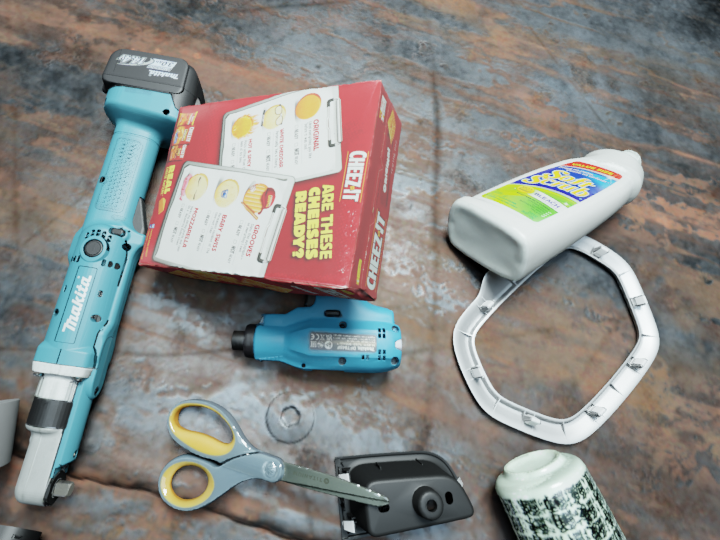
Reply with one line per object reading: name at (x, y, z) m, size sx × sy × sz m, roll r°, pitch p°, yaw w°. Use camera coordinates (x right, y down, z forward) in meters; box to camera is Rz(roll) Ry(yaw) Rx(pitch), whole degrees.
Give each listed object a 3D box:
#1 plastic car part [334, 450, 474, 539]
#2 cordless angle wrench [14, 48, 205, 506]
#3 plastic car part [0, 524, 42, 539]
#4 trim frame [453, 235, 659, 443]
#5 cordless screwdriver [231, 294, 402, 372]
plastic car part at (0.041, 0.192, 0.359) m, size 0.116 × 0.070 × 0.067 m, roll -4°, pitch 74°, yaw -6°
cordless angle wrench at (-0.243, -0.015, 0.406) m, size 0.097 × 0.074 × 0.429 m, roll 8°, pitch 72°, yaw -5°
plastic car part at (-0.338, 0.212, 0.322) m, size 0.203 × 0.065 × 0.068 m, roll 13°, pitch 45°, yaw -1°
trim frame at (0.211, 0.060, 0.448) m, size 0.246 × 0.027 × 0.188 m, roll -37°, pitch 77°, yaw -15°
cordless screwdriver at (-0.042, -0.027, 0.429) m, size 0.160 × 0.073 × 0.253 m, roll 1°, pitch 74°, yaw 1°
